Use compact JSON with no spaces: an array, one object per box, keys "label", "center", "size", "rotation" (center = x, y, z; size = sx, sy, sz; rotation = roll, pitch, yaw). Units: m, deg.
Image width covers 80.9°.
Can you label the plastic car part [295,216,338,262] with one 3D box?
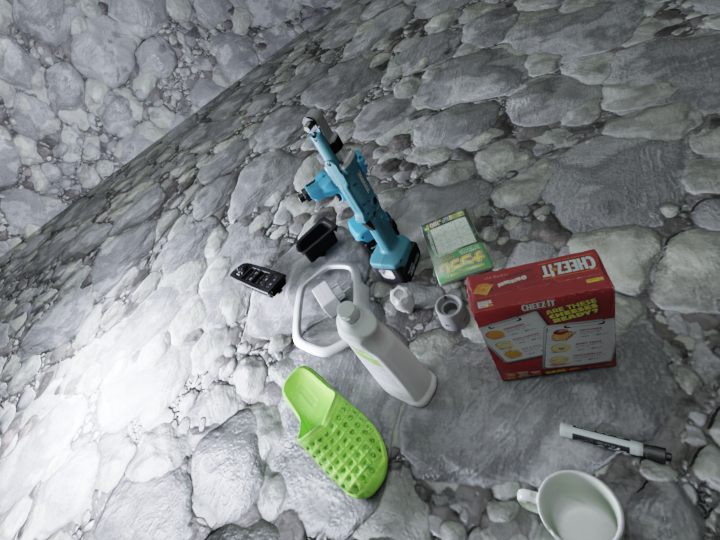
[{"label":"plastic car part","center":[-0.104,-0.068,1.067],"size":[0.116,0.067,0.070],"rotation":[-45,43,-9]}]

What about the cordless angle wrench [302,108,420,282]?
[{"label":"cordless angle wrench","center":[0.005,-0.129,0.803],"size":[0.078,0.401,0.098],"rotation":[4,54,35]}]

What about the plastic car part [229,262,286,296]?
[{"label":"plastic car part","center":[-0.260,0.026,1.089],"size":[0.214,0.063,0.066],"rotation":[17,64,41]}]

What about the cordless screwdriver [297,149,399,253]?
[{"label":"cordless screwdriver","center":[-0.022,-0.134,0.947],"size":[0.160,0.236,0.078],"rotation":[-32,42,4]}]

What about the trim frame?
[{"label":"trim frame","center":[-0.068,0.079,0.946],"size":[0.189,0.026,0.256],"rotation":[-18,46,19]}]
